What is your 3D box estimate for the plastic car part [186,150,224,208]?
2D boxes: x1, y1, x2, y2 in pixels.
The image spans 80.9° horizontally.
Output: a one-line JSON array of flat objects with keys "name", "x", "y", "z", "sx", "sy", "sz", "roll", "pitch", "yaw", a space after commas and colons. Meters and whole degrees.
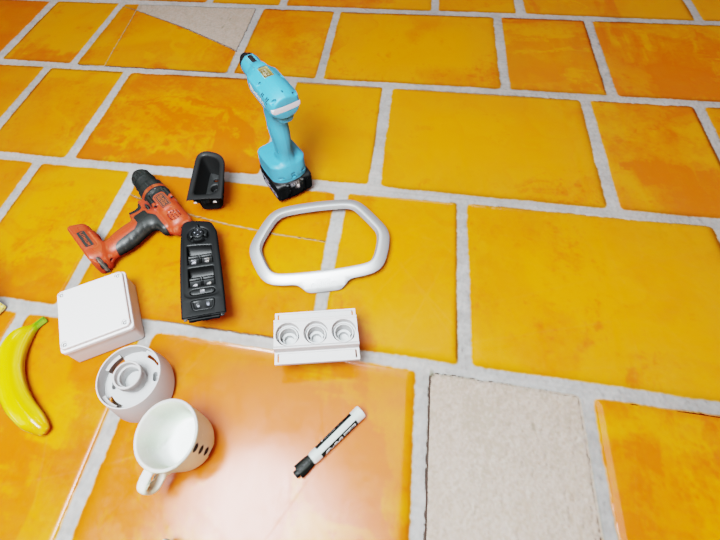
[{"name": "plastic car part", "x": -0.285, "y": -0.164, "z": 0.811, "sx": 0.066, "sy": 0.069, "sz": 0.120, "roll": -3, "pitch": 58, "yaw": -1}]

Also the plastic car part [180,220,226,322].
[{"name": "plastic car part", "x": -0.262, "y": 0.001, "z": 0.706, "sx": 0.066, "sy": 0.065, "sz": 0.211, "roll": -14, "pitch": 58, "yaw": -8}]

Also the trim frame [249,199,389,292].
[{"name": "trim frame", "x": -0.073, "y": -0.048, "z": 0.749, "sx": 0.248, "sy": 0.026, "sz": 0.191, "roll": -8, "pitch": 57, "yaw": -2}]

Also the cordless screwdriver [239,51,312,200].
[{"name": "cordless screwdriver", "x": -0.156, "y": -0.253, "z": 0.758, "sx": 0.073, "sy": 0.241, "sz": 0.166, "roll": -27, "pitch": 62, "yaw": -17}]
